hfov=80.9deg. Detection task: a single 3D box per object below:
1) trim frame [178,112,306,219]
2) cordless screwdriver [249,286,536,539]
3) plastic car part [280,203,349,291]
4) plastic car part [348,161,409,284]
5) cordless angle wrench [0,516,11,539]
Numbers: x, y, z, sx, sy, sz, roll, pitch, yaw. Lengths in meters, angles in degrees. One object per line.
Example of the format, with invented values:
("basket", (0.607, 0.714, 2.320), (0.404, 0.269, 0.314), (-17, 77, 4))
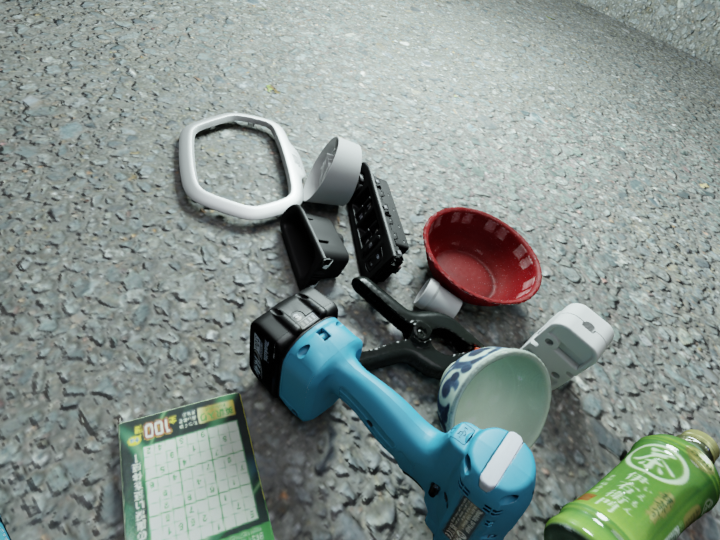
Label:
("trim frame", (-0.173, -0.162, 0.629), (0.179, 0.027, 0.260), (-7, 50, -18))
("cordless screwdriver", (0.007, 0.134, 0.370), (0.262, 0.155, 0.072), (32, 43, 31))
("plastic car part", (-0.053, -0.034, 0.537), (0.068, 0.066, 0.122), (7, 44, -33))
("plastic car part", (0.024, -0.072, 0.583), (0.064, 0.066, 0.211), (6, 48, -26))
("cordless angle wrench", (-0.234, 0.217, 0.262), (0.440, 0.073, 0.096), (40, 51, 22))
